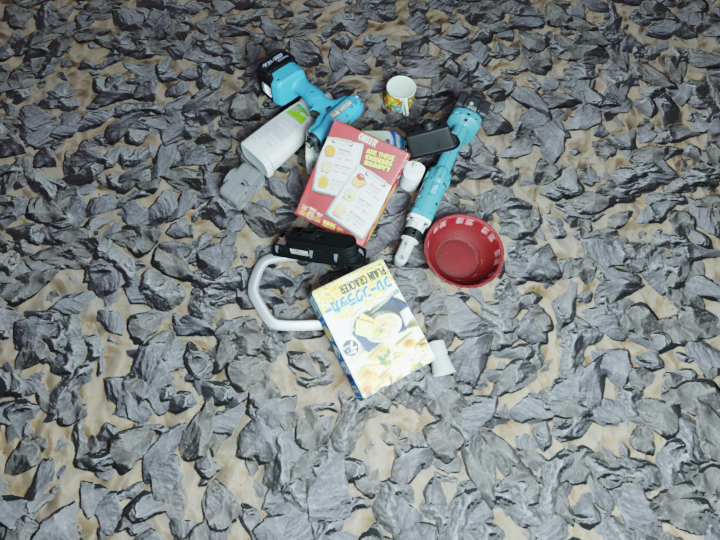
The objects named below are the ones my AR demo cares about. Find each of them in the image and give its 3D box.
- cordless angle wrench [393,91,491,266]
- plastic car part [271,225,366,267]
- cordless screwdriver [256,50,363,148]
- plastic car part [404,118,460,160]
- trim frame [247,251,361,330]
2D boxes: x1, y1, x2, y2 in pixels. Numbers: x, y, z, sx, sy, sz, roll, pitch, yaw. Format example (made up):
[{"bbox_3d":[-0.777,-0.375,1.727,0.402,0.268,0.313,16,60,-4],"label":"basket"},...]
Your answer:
[{"bbox_3d":[0.168,-0.198,0.928,0.075,0.097,0.424,25,76,2],"label":"cordless angle wrench"},{"bbox_3d":[-0.084,-0.055,0.861,0.210,0.065,0.066,13,43,20],"label":"plastic car part"},{"bbox_3d":[-0.135,-0.378,0.944,0.258,0.072,0.158,39,71,18],"label":"cordless screwdriver"},{"bbox_3d":[0.142,-0.284,0.889,0.121,0.067,0.067,-8,53,28],"label":"plastic car part"},{"bbox_3d":[-0.110,0.033,0.881,0.249,0.027,0.188,-4,71,1],"label":"trim frame"}]
